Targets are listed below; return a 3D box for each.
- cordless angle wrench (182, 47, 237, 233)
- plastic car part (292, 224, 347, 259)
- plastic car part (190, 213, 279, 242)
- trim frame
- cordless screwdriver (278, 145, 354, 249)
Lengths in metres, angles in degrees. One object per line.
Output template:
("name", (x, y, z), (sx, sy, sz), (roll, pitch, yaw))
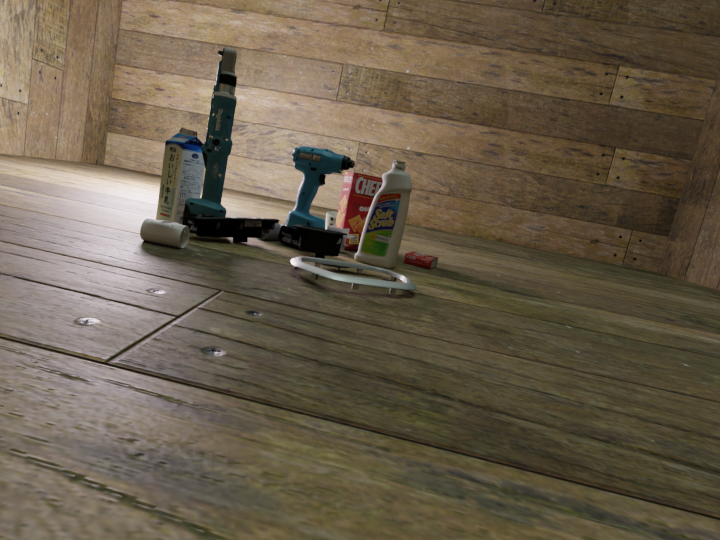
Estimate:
("cordless angle wrench", (-0.331, -0.293, 0.979), (0.097, 0.420, 0.075), (11, 8, -5))
("plastic car part", (-0.092, -0.060, 0.942), (0.122, 0.070, 0.063), (17, 11, 31))
("plastic car part", (-0.287, -0.098, 0.954), (0.193, 0.066, 0.070), (3, 13, -38))
("trim frame", (-0.011, 0.007, 0.784), (0.239, 0.027, 0.193), (5, 12, -26))
("cordless screwdriver", (-0.107, -0.170, 1.026), (0.166, 0.247, 0.071), (16, 9, 26))
